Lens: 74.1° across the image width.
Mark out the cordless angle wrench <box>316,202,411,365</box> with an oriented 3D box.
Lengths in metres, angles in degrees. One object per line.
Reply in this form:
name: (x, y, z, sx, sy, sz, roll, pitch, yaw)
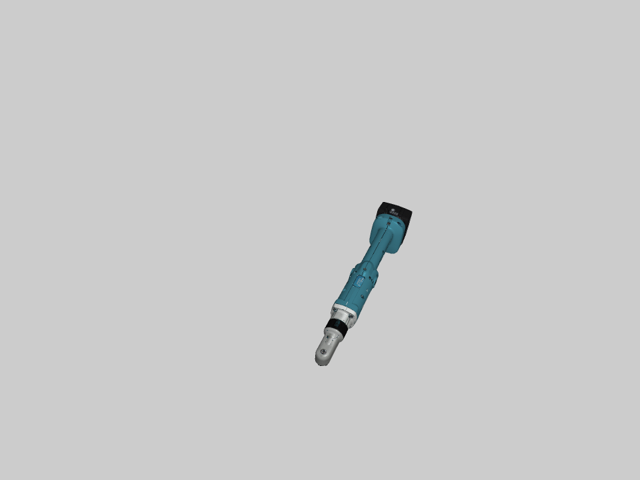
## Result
cordless angle wrench: (0.088, 0.078, 0.871, 0.074, 0.098, 0.421, 21, 47, 15)
